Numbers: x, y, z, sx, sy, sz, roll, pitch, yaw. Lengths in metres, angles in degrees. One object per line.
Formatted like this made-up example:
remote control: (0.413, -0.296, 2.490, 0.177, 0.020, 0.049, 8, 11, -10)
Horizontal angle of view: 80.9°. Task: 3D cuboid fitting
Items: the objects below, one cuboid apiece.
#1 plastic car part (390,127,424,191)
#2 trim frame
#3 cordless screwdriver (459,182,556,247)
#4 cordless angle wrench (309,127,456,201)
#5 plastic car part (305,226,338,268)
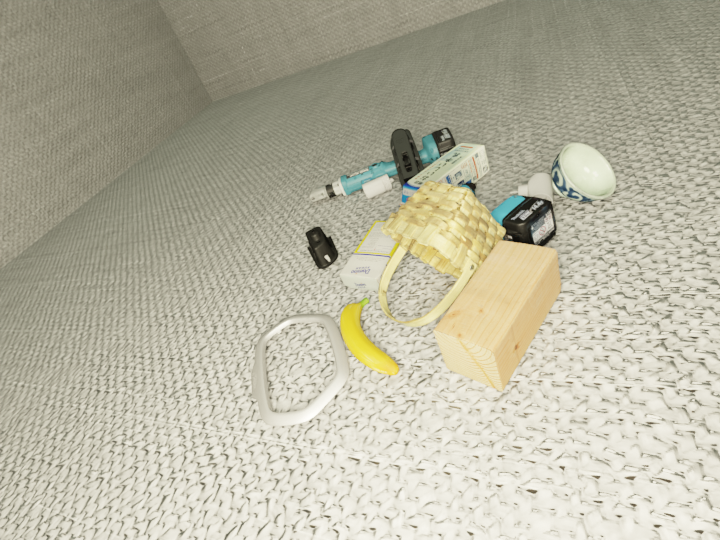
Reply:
plastic car part: (0.115, -0.279, 1.067, 0.068, 0.063, 0.209, -22, 62, 21)
trim frame: (-0.115, 0.165, 0.753, 0.184, 0.026, 0.260, -25, 37, 0)
cordless screwdriver: (0.259, -0.118, 0.842, 0.157, 0.071, 0.263, -40, 34, -21)
cordless angle wrench: (0.049, -0.272, 1.171, 0.431, 0.071, 0.101, -18, 36, 16)
plastic car part: (-0.097, -0.064, 0.994, 0.066, 0.068, 0.122, -27, 32, -1)
